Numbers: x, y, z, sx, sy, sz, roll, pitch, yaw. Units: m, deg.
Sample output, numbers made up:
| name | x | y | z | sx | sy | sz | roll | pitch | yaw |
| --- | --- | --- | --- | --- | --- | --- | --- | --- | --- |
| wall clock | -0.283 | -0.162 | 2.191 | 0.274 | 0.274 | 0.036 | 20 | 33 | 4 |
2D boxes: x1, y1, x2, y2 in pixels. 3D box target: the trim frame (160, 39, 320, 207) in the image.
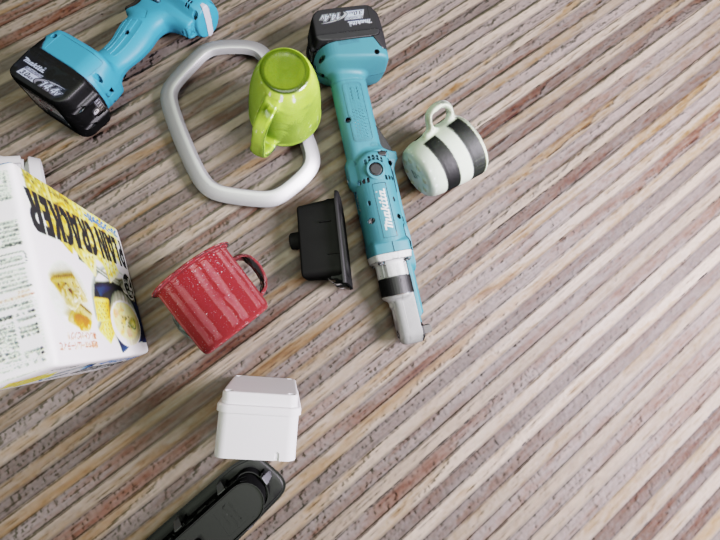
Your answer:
| name | x | y | z | sx | sy | sz | roll | pitch | yaw |
| --- | --- | --- | --- | --- | --- | --- | --- | --- | --- |
| trim frame | -0.154 | -0.195 | 0.554 | 0.182 | 0.027 | 0.253 | -24 | 79 | -9 |

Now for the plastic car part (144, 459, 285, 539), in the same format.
| name | x | y | z | sx | sy | sz | roll | pitch | yaw |
| --- | --- | --- | --- | --- | --- | --- | --- | --- | --- |
| plastic car part | -0.169 | 0.276 | 0.433 | 0.201 | 0.066 | 0.068 | -40 | 80 | -15 |

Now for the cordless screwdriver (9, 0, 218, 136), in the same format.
| name | x | y | z | sx | sy | sz | roll | pitch | yaw |
| --- | --- | --- | --- | --- | --- | --- | --- | --- | --- |
| cordless screwdriver | -0.321 | -0.301 | 0.539 | 0.162 | 0.073 | 0.248 | 36 | 73 | 7 |

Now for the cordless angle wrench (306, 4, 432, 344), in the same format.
| name | x | y | z | sx | sy | sz | roll | pitch | yaw |
| --- | --- | --- | --- | --- | --- | --- | --- | --- | --- |
| cordless angle wrench | 0.015 | -0.120 | 0.531 | 0.097 | 0.074 | 0.428 | -11 | 81 | -9 |

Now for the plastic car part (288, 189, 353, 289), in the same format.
| name | x | y | z | sx | sy | sz | roll | pitch | yaw |
| --- | --- | --- | --- | --- | --- | --- | --- | --- | --- |
| plastic car part | -0.050 | -0.033 | 0.514 | 0.071 | 0.064 | 0.119 | -11 | 76 | 5 |
